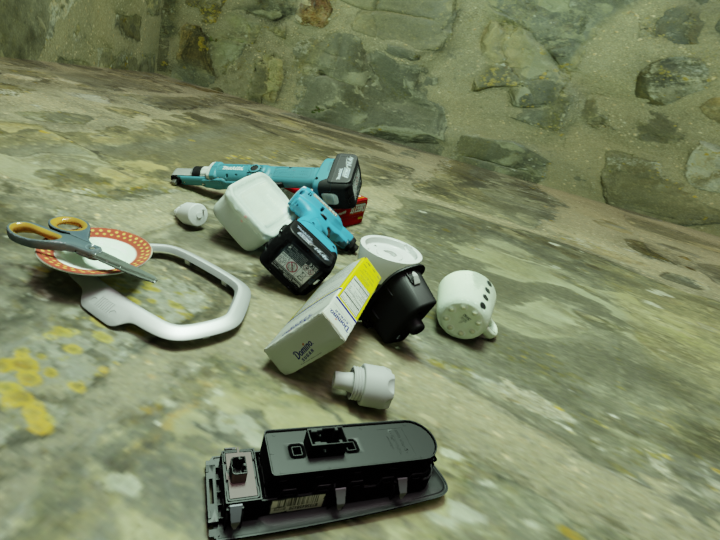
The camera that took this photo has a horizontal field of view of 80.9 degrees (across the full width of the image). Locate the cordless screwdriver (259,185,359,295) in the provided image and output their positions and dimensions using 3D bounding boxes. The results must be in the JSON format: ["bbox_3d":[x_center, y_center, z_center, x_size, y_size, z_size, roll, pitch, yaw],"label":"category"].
[{"bbox_3d":[-0.069,-0.045,0.710,0.155,0.075,0.253,41,22,-15],"label":"cordless screwdriver"}]

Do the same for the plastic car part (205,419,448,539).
[{"bbox_3d":[-0.018,0.155,0.344,0.196,0.066,0.069,7,18,-22],"label":"plastic car part"}]

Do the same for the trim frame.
[{"bbox_3d":[-0.257,0.019,0.547,0.259,0.027,0.179,26,26,20],"label":"trim frame"}]

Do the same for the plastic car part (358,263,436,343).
[{"bbox_3d":[0.053,0.054,0.552,0.063,0.117,0.074,-2,53,-38],"label":"plastic car part"}]

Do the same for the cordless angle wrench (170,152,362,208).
[{"bbox_3d":[-0.213,-0.193,0.883,0.436,0.071,0.099,6,55,18],"label":"cordless angle wrench"}]
